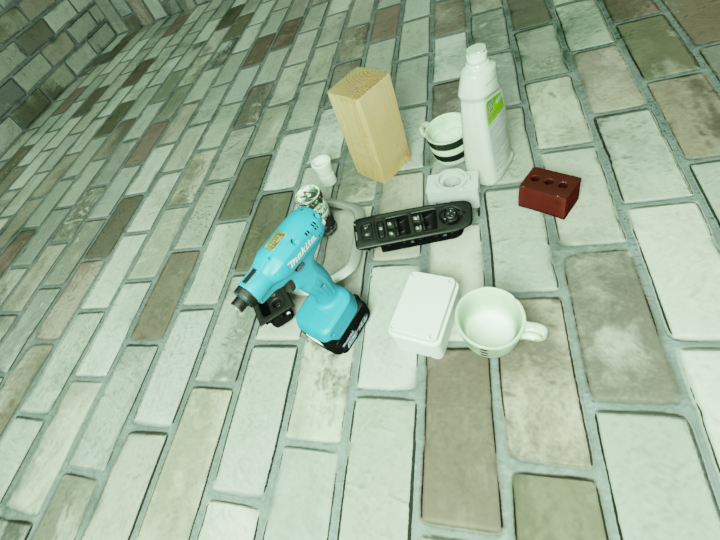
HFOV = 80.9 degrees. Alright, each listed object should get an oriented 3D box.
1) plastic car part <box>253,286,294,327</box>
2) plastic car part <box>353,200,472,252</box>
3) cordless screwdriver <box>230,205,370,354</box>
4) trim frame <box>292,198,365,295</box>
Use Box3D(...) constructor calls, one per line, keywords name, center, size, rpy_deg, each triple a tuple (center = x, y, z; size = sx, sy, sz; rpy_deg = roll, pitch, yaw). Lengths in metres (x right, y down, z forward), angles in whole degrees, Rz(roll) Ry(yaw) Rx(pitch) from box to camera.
Box3D(name="plastic car part", center=(-0.155, 0.053, 0.748), size=(0.066, 0.067, 0.123), rpy_deg=(-32, 48, -4))
Box3D(name="plastic car part", center=(0.094, -0.069, 0.737), size=(0.207, 0.064, 0.068), rpy_deg=(-13, 49, 14))
Box3D(name="cordless screwdriver", center=(-0.079, 0.043, 0.608), size=(0.078, 0.236, 0.158), rpy_deg=(22, 63, 34))
Box3D(name="trim frame", center=(-0.081, -0.053, 0.828), size=(0.189, 0.026, 0.254), rpy_deg=(-8, 51, 18))
